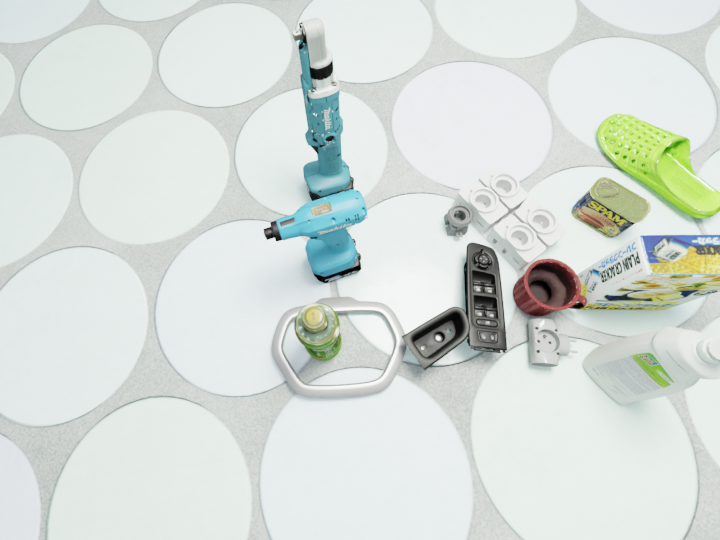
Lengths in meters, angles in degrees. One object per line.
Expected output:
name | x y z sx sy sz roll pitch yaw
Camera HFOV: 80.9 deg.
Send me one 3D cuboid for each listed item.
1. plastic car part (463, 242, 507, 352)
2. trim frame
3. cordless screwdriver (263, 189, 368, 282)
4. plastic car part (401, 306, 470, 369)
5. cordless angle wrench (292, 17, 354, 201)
plastic car part | 0.221 0.048 0.771 0.067 0.065 0.206 3 69 3
trim frame | -0.040 0.136 0.777 0.249 0.027 0.189 -6 68 2
cordless screwdriver | -0.072 -0.047 0.736 0.158 0.243 0.076 -17 72 -6
plastic car part | 0.136 0.118 0.748 0.116 0.069 0.068 -31 72 -9
cordless angle wrench | -0.062 -0.243 0.721 0.097 0.413 0.076 -17 72 -7
